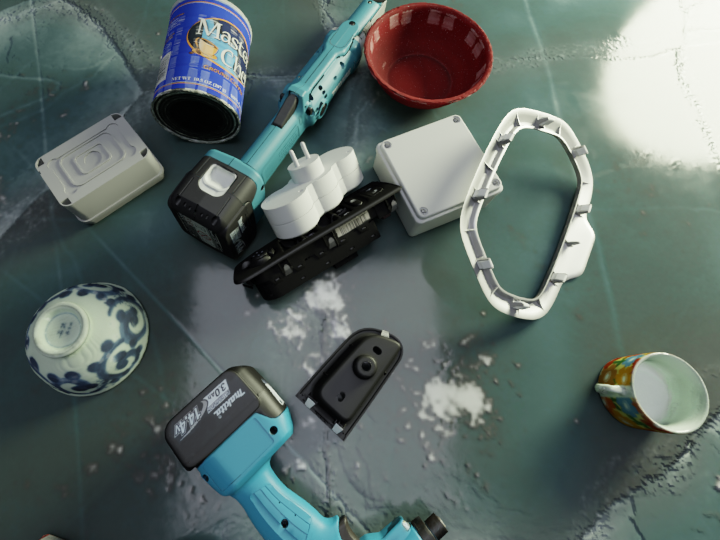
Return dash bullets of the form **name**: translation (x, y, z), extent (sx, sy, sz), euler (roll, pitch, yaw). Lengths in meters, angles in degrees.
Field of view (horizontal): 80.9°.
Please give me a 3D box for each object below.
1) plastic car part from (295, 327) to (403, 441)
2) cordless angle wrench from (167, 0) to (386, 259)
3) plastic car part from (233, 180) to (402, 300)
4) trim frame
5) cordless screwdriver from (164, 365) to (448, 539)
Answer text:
- **plastic car part**: translation (-0.003, 0.102, 0.417), extent (0.067, 0.070, 0.116), euler (39, 78, 7)
- **cordless angle wrench**: translation (-0.070, -0.210, 0.522), extent (0.075, 0.096, 0.423), euler (28, 69, 5)
- **plastic car part**: translation (-0.046, -0.030, 0.469), extent (0.201, 0.064, 0.070), euler (-28, 32, -12)
- **trim frame**: translation (0.195, -0.067, 0.466), extent (0.177, 0.028, 0.249), euler (36, 69, -22)
- **cordless screwdriver**: translation (-0.051, 0.195, 0.384), extent (0.158, 0.073, 0.254), euler (-37, 79, -11)
